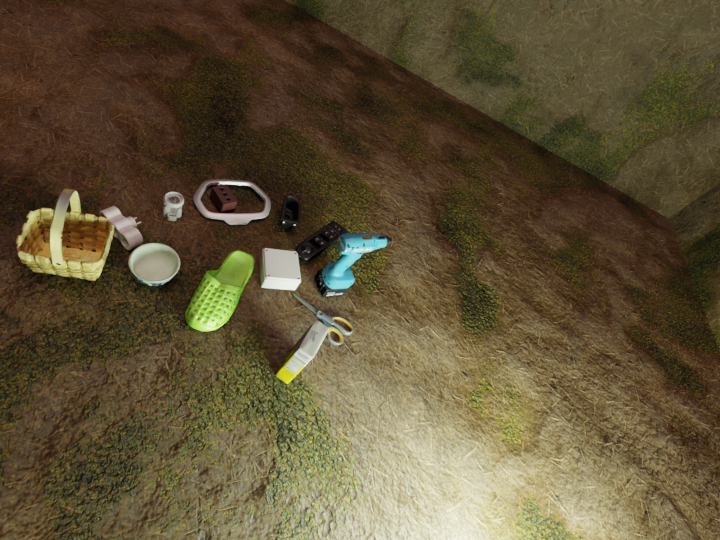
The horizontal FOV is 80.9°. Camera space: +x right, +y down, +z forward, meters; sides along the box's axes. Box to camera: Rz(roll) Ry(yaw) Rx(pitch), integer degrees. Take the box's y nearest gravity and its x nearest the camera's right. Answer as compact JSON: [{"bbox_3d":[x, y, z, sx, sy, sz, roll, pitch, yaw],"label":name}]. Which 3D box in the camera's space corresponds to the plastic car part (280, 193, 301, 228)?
[{"bbox_3d":[-0.232,-0.182,1.374,0.064,0.071,0.120,13,48,-18],"label":"plastic car part"}]

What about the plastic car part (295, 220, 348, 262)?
[{"bbox_3d":[-0.131,-0.086,1.344,0.068,0.067,0.199,43,47,10],"label":"plastic car part"}]

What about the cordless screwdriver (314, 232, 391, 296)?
[{"bbox_3d":[-0.025,-0.021,1.214,0.153,0.248,0.077,-4,58,-32],"label":"cordless screwdriver"}]

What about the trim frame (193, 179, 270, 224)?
[{"bbox_3d":[-0.408,-0.223,1.354,0.239,0.027,0.192,-3,54,-28],"label":"trim frame"}]
